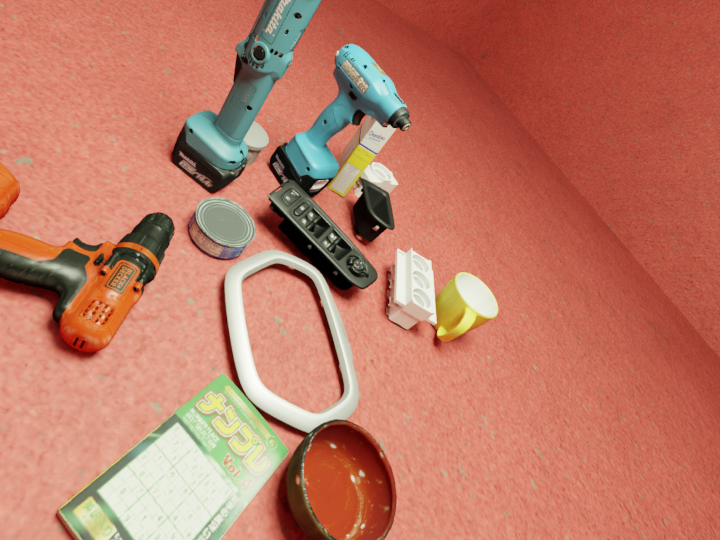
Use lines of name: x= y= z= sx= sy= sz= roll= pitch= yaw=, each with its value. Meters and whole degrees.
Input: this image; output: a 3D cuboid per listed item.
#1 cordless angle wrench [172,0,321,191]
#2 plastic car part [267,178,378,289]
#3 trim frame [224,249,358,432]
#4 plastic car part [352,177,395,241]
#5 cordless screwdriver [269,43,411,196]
cordless angle wrench: x=-0.117 y=-0.274 z=0.526 sx=0.097 sy=0.427 sz=0.074 roll=41 pitch=37 yaw=-7
plastic car part: x=-0.063 y=-0.041 z=0.640 sx=0.203 sy=0.067 sz=0.065 roll=43 pitch=36 yaw=1
trim frame: x=-0.083 y=0.077 z=0.535 sx=0.175 sy=0.028 sz=0.259 roll=7 pitch=49 yaw=-38
plastic car part: x=0.016 y=-0.100 z=0.768 sx=0.063 sy=0.071 sz=0.120 roll=24 pitch=40 yaw=-25
cordless screwdriver: x=-0.037 y=-0.211 z=0.683 sx=0.071 sy=0.251 sz=0.164 roll=-14 pitch=65 yaw=-50
